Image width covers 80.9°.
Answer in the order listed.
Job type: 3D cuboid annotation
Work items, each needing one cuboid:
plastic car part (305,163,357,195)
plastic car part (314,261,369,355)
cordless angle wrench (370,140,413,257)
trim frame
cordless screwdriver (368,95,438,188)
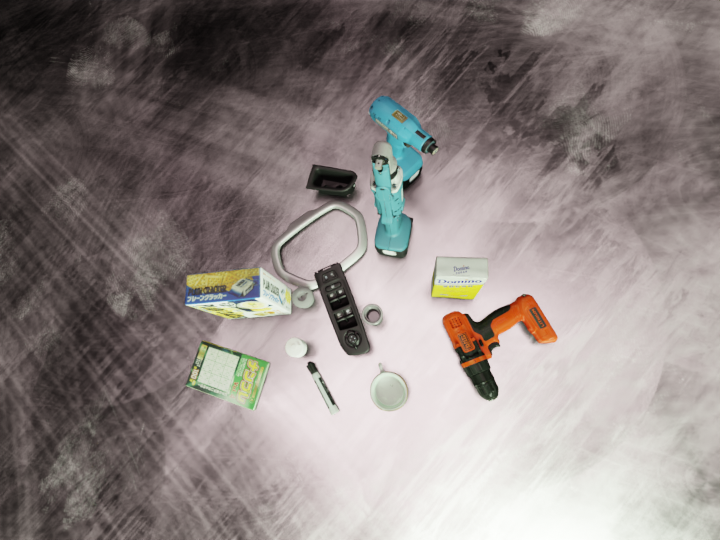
[{"bbox_3d":[-0.063,-0.208,1.022,0.120,0.068,0.066,12,77,14],"label":"plastic car part"},{"bbox_3d":[-0.037,0.089,0.928,0.067,0.065,0.209,-22,70,3],"label":"plastic car part"},{"bbox_3d":[0.054,-0.125,0.790,0.076,0.409,0.099,11,77,10],"label":"cordless angle wrench"},{"bbox_3d":[-0.099,-0.065,1.009,0.248,0.026,0.191,-38,70,-1],"label":"trim frame"},{"bbox_3d":[0.098,-0.254,0.910,0.074,0.241,0.165,-43,73,-4],"label":"cordless screwdriver"}]
